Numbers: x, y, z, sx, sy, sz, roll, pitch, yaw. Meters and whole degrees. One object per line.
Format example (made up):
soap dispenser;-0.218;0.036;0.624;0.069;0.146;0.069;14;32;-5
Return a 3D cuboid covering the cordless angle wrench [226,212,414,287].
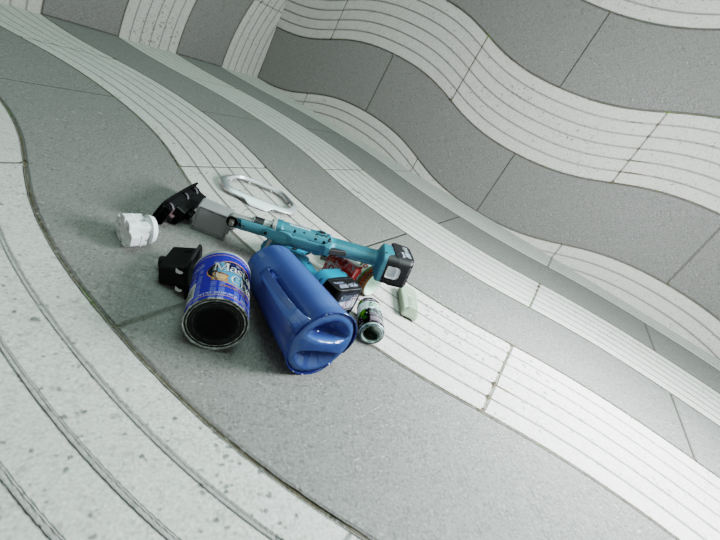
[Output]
cordless angle wrench;-0.093;-0.061;0.954;0.418;0.073;0.100;15;25;-6

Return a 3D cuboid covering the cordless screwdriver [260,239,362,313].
cordless screwdriver;-0.102;0.000;0.978;0.262;0.074;0.152;38;26;30

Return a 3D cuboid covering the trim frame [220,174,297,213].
trim frame;-0.306;-0.232;1.285;0.241;0.027;0.191;21;24;-18

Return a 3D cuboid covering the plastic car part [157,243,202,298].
plastic car part;-0.337;-0.009;0.779;0.070;0.065;0.120;7;26;-12

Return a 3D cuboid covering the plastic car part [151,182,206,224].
plastic car part;-0.410;-0.155;0.982;0.065;0.066;0.208;32;22;-16
